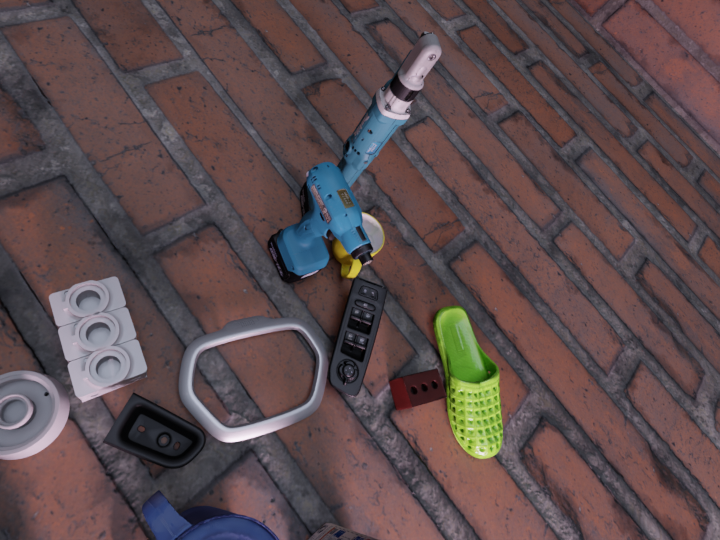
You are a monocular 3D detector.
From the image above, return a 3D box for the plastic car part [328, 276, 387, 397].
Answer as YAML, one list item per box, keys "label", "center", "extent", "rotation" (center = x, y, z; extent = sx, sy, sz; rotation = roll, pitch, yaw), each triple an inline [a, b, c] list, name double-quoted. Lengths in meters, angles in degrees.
- label: "plastic car part"
  center: [-0.014, 0.116, 0.739]
  extent: [0.065, 0.068, 0.206]
  rotation: [23, 59, -14]

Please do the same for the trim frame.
- label: "trim frame"
  center: [-0.163, 0.162, 0.678]
  extent: [0.240, 0.028, 0.189]
  rotation: [-11, 70, -27]

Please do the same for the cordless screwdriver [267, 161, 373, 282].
- label: "cordless screwdriver"
  center: [-0.067, -0.044, 0.688]
  extent: [0.072, 0.251, 0.163]
  rotation: [-18, 76, -32]

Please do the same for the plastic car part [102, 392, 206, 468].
- label: "plastic car part"
  center: [-0.274, 0.226, 0.574]
  extent: [0.115, 0.071, 0.066]
  rotation: [29, 58, -8]

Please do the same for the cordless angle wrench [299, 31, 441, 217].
- label: "cordless angle wrench"
  center: [0.001, -0.201, 0.691]
  extent: [0.072, 0.427, 0.100]
  rotation: [2, 68, -26]
